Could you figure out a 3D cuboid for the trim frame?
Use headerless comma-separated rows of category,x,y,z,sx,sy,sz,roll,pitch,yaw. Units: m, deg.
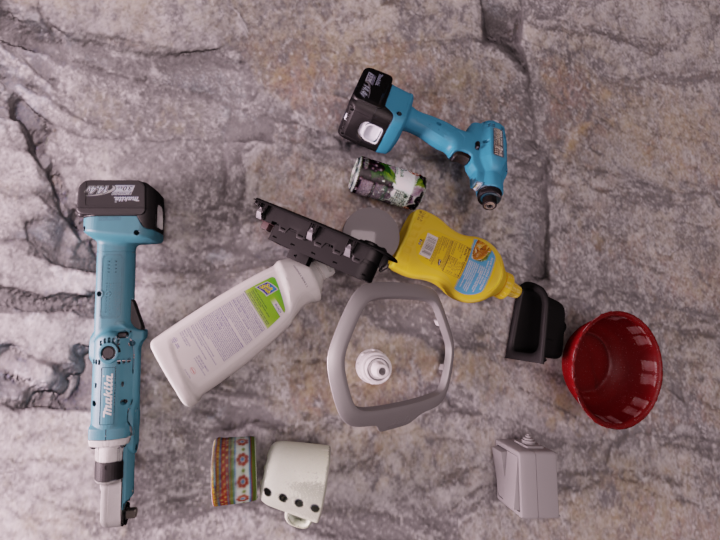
trim frame,0.049,0.107,0.539,0.236,0.029,0.185,5,81,-45

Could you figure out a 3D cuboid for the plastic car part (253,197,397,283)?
plastic car part,-0.054,-0.035,0.550,0.211,0.064,0.067,19,78,20

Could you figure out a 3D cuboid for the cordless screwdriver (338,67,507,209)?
cordless screwdriver,0.094,-0.183,0.604,0.246,0.074,0.162,18,55,-7

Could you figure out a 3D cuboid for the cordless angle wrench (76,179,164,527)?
cordless angle wrench,-0.309,0.099,0.538,0.097,0.075,0.426,-1,84,-9

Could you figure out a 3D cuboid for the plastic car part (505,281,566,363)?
plastic car part,0.267,0.081,0.617,0.068,0.068,0.117,22,76,-22
